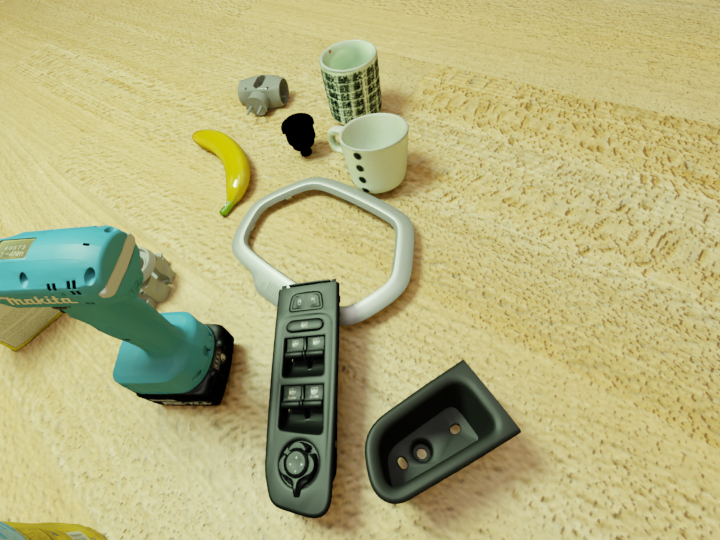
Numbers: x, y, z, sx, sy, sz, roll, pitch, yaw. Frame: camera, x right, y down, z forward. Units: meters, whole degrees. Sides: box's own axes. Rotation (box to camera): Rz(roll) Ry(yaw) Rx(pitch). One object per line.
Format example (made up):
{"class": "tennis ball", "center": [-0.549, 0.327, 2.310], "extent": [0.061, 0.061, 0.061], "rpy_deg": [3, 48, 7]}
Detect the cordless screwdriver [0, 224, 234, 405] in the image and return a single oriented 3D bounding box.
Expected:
{"class": "cordless screwdriver", "center": [-0.222, 0.050, 0.375], "extent": [0.162, 0.238, 0.076], "rpy_deg": [-2, 57, 10]}

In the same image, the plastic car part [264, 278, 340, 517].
{"class": "plastic car part", "center": [-0.049, 0.112, 0.396], "extent": [0.067, 0.064, 0.209], "rpy_deg": [-6, 56, 9]}

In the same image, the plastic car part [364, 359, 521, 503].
{"class": "plastic car part", "center": [0.057, 0.140, 0.348], "extent": [0.116, 0.068, 0.069], "rpy_deg": [-31, 56, -8]}

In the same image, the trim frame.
{"class": "trim frame", "center": [-0.051, -0.033, 0.518], "extent": [0.261, 0.026, 0.183], "rpy_deg": [30, 68, 29]}
